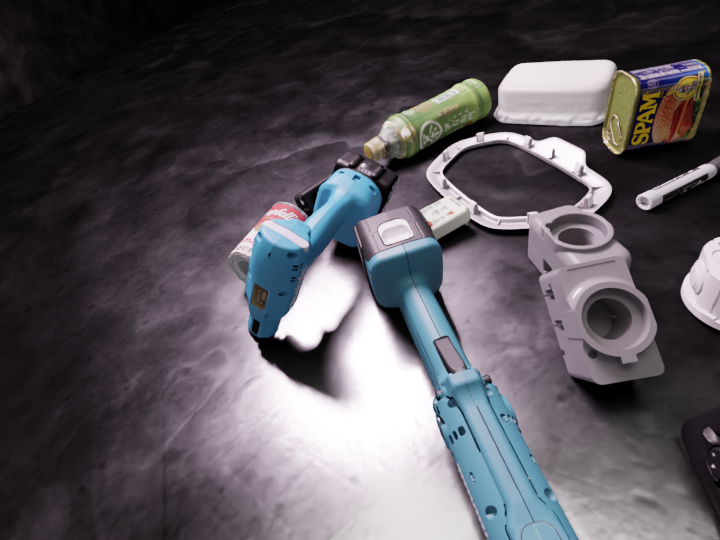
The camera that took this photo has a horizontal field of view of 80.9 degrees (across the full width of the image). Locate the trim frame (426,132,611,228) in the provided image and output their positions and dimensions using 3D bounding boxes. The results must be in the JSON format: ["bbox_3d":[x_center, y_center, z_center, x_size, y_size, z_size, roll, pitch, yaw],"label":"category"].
[{"bbox_3d":[0.201,-0.132,0.572,0.183,0.026,0.261,-23,40,-6],"label":"trim frame"}]

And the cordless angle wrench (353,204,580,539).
[{"bbox_3d":[0.085,0.111,0.316,0.074,0.093,0.442,-19,45,-2],"label":"cordless angle wrench"}]

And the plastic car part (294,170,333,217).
[{"bbox_3d":[-0.051,-0.114,0.629,0.075,0.063,0.115,8,43,46],"label":"plastic car part"}]

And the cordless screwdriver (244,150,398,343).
[{"bbox_3d":[-0.049,-0.032,0.497,0.076,0.157,0.247,29,42,8],"label":"cordless screwdriver"}]

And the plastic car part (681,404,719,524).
[{"bbox_3d":[0.245,0.164,0.209,0.067,0.064,0.209,-3,42,1],"label":"plastic car part"}]
